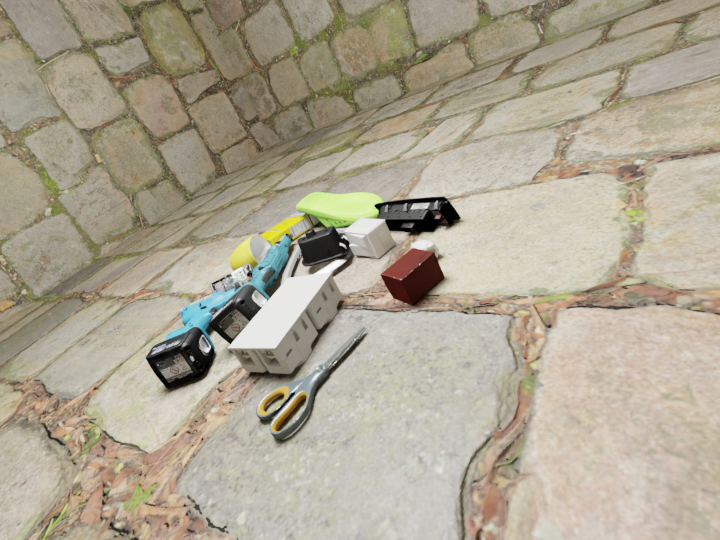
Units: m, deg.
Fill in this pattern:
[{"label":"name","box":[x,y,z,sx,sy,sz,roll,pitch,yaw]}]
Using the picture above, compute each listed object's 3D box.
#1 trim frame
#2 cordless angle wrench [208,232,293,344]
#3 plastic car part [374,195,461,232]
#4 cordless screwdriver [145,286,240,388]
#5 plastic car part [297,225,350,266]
[{"label":"trim frame","box":[-0.098,-0.033,0.959,0.188,0.026,0.253,-19,28,15]},{"label":"cordless angle wrench","box":[-0.210,0.007,0.937,0.099,0.072,0.429,-40,17,19]},{"label":"plastic car part","box":[0.102,-0.109,0.876,0.213,0.063,0.067,13,71,53]},{"label":"cordless screwdriver","box":[-0.312,0.114,0.845,0.160,0.072,0.255,-25,21,6]},{"label":"plastic car part","box":[-0.087,-0.057,0.894,0.119,0.068,0.066,-15,25,19]}]
